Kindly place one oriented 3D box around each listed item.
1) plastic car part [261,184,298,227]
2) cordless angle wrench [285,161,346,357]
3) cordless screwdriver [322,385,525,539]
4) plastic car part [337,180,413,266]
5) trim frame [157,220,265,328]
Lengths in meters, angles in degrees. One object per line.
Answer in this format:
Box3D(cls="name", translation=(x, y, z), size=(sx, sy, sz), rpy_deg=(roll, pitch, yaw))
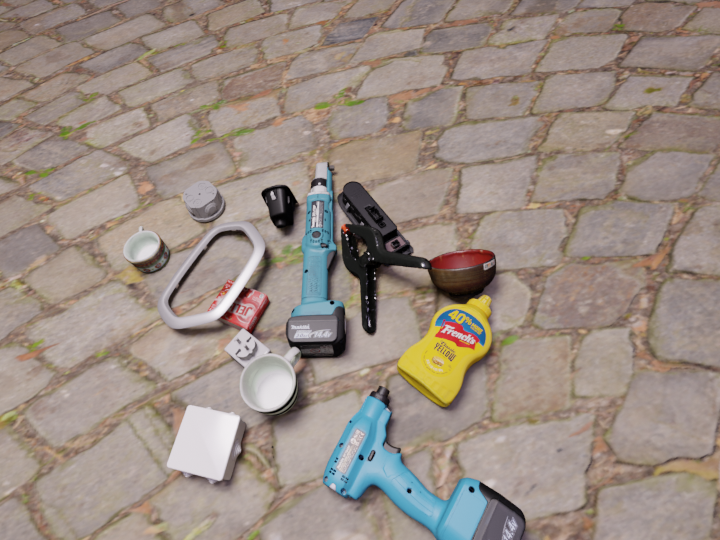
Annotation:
Box3D(cls="plastic car part", translation=(-0.159, -0.119, 0.838), size=(0.066, 0.115, 0.072), rpy_deg=(-8, 83, -1))
Box3D(cls="cordless angle wrench", translation=(-0.079, -0.051, 0.804), size=(0.099, 0.071, 0.435), rpy_deg=(-4, 56, 3))
Box3D(cls="cordless screwdriver", translation=(0.088, 0.279, 0.577), size=(0.259, 0.071, 0.159), rpy_deg=(22, 64, 23))
Box3D(cls="plastic car part", translation=(0.018, -0.105, 0.828), size=(0.066, 0.064, 0.213), rpy_deg=(-33, 58, -6))
Box3D(cls="trim frame", translation=(-0.281, 0.002, 0.800), size=(0.193, 0.026, 0.249), rpy_deg=(12, 62, 29))
